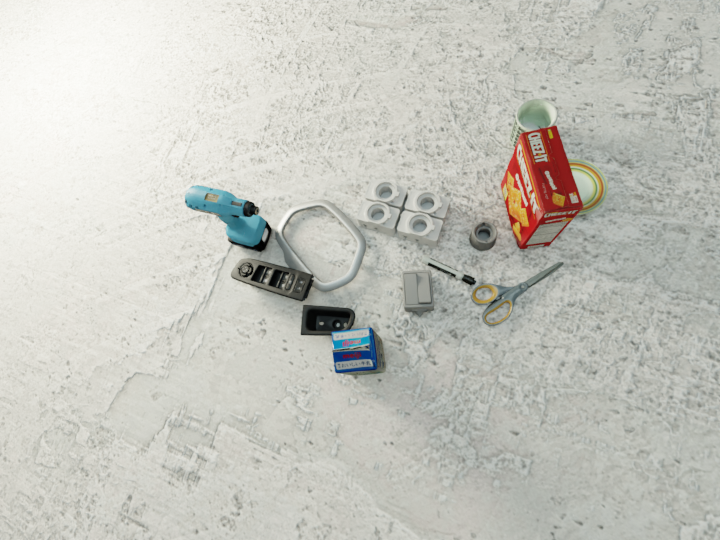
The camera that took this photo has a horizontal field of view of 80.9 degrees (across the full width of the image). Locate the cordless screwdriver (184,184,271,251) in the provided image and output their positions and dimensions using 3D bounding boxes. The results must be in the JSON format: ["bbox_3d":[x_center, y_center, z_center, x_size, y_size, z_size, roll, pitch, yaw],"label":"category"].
[{"bbox_3d":[-0.264,-0.111,0.945,0.164,0.240,0.075,14,78,14],"label":"cordless screwdriver"}]

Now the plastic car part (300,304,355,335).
[{"bbox_3d":[-0.064,0.113,0.916,0.119,0.068,0.067,1,74,13],"label":"plastic car part"}]

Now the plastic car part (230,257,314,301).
[{"bbox_3d":[-0.203,0.020,0.983,0.210,0.064,0.067,15,77,17],"label":"plastic car part"}]

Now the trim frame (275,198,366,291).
[{"bbox_3d":[-0.098,-0.064,1.004,0.184,0.026,0.258,-42,68,-2],"label":"trim frame"}]
